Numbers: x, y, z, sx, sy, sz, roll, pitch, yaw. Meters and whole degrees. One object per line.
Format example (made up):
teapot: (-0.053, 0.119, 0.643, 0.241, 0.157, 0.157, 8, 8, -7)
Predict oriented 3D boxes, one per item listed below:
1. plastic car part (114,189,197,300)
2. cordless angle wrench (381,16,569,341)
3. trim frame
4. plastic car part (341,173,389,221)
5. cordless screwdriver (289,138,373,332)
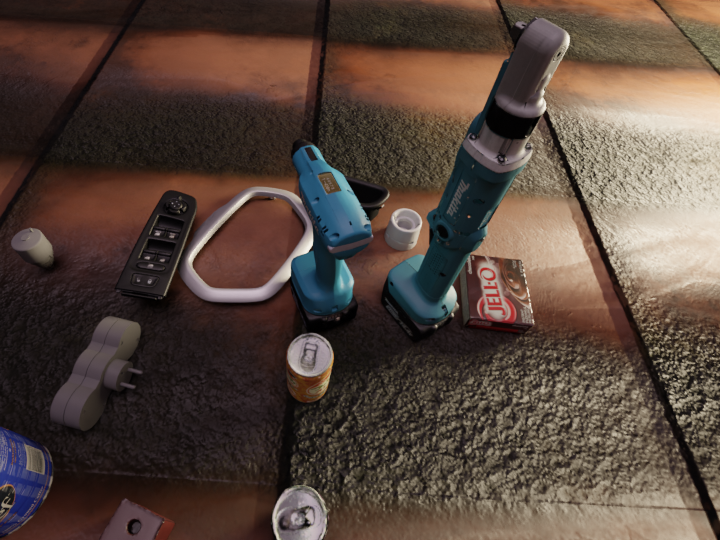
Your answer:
plastic car part: (-0.293, -0.037, 0.638, 0.066, 0.065, 0.208, 4, 55, -3)
cordless angle wrench: (0.106, -0.053, 0.460, 0.073, 0.413, 0.102, -27, 64, -24)
trim frame: (-0.176, -0.048, 0.676, 0.189, 0.027, 0.249, 23, 57, 12)
plastic car part: (-0.017, -0.111, 0.703, 0.118, 0.069, 0.066, 18, 56, 8)
cordless screwdriver: (-0.053, -0.035, 0.542, 0.073, 0.243, 0.166, -16, 60, -18)
